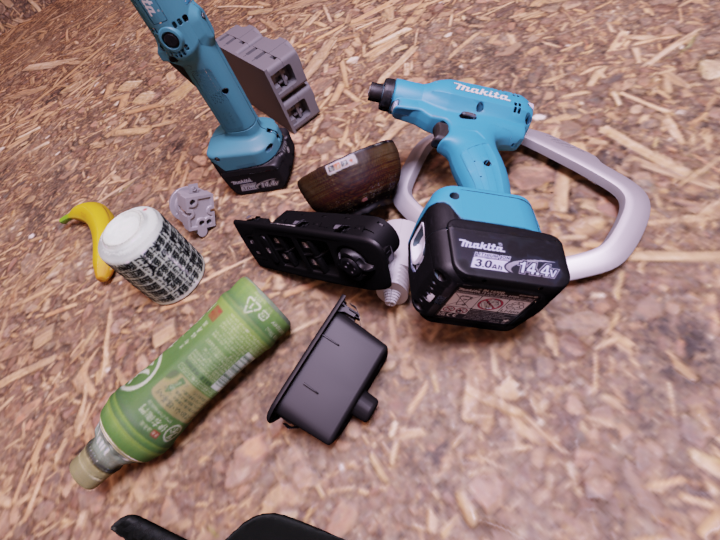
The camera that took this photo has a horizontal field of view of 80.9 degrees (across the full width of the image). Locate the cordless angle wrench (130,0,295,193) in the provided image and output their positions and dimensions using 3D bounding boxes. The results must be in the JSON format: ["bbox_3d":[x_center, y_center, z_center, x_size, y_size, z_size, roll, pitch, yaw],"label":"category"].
[{"bbox_3d":[-0.186,-0.248,0.433,0.101,0.402,0.076,-4,55,17],"label":"cordless angle wrench"}]

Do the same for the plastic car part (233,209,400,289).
[{"bbox_3d":[-0.041,-0.027,0.415,0.066,0.064,0.214,-37,33,-31],"label":"plastic car part"}]

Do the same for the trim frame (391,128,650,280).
[{"bbox_3d":[0.144,-0.081,0.426,0.183,0.026,0.263,-38,50,-6],"label":"trim frame"}]

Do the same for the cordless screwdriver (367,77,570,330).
[{"bbox_3d":[0.075,-0.081,0.366,0.159,0.073,0.254,11,55,-3],"label":"cordless screwdriver"}]

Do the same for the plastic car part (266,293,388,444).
[{"bbox_3d":[-0.016,0.091,0.353,0.073,0.063,0.116,25,71,18],"label":"plastic car part"}]
